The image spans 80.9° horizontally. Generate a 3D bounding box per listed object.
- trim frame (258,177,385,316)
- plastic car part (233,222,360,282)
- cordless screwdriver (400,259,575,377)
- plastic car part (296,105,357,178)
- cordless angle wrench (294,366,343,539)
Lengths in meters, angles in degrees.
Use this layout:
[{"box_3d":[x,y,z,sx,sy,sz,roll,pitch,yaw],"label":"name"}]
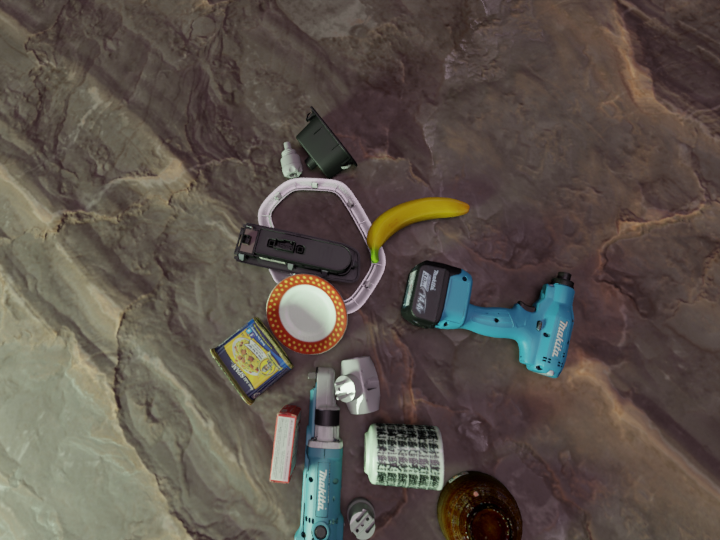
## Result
[{"box_3d":[-0.068,-0.044,0.695,0.184,0.027,0.253,-26,79,-3],"label":"trim frame"},{"box_3d":[-0.096,-0.032,0.655,0.204,0.066,0.067,13,72,2],"label":"plastic car part"},{"box_3d":[0.197,0.045,0.641,0.250,0.073,0.160,19,79,2],"label":"cordless screwdriver"},{"box_3d":[-0.067,-0.207,0.720,0.071,0.064,0.118,-35,82,9],"label":"plastic car part"},{"box_3d":[-0.056,0.353,0.584,0.098,0.073,0.429,2,75,0],"label":"cordless angle wrench"}]
